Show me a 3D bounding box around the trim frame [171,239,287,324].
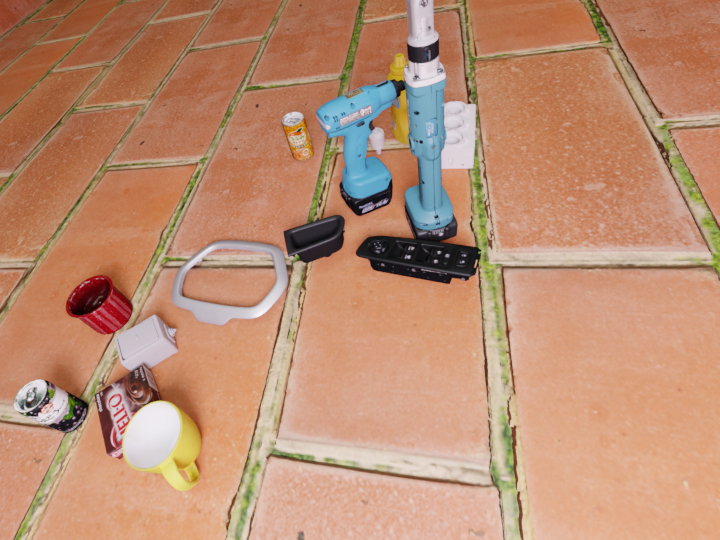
[{"bbox_3d":[-0.253,0.017,0.815,0.257,0.026,0.186,6,55,19],"label":"trim frame"}]

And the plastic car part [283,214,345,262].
[{"bbox_3d":[-0.077,-0.051,0.792,0.117,0.068,0.069,-17,51,2],"label":"plastic car part"}]

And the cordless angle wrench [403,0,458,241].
[{"bbox_3d":[0.100,-0.202,0.642,0.074,0.404,0.102,-15,51,0],"label":"cordless angle wrench"}]

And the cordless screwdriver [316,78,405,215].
[{"bbox_3d":[0.018,-0.227,0.792,0.158,0.238,0.078,-25,52,-7],"label":"cordless screwdriver"}]

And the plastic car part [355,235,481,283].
[{"bbox_3d":[0.094,-0.018,0.721,0.211,0.064,0.066,13,57,24],"label":"plastic car part"}]
